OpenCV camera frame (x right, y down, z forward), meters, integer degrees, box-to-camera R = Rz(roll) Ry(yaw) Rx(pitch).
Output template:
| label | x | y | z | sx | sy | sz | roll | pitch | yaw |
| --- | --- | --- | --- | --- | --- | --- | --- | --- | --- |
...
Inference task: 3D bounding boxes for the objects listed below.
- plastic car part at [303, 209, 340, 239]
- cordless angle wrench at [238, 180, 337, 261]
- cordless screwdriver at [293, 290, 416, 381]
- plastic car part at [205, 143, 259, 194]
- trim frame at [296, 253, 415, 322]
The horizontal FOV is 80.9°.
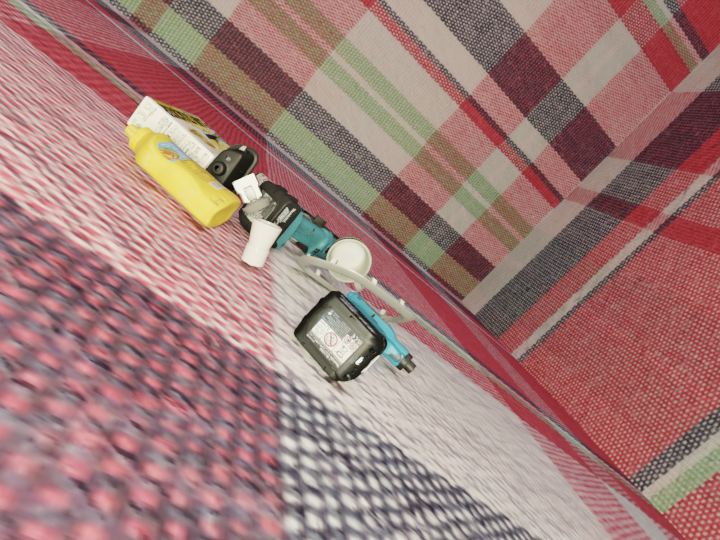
| label | x | y | z | sx | sy | sz | roll | pitch | yaw |
| --- | --- | --- | --- | --- | --- | --- | --- | --- | --- |
| plastic car part | -0.105 | -0.094 | 1.066 | 0.199 | 0.067 | 0.067 | 43 | 2 | -10 |
| cordless angle wrench | -0.086 | -0.056 | 0.881 | 0.078 | 0.098 | 0.402 | 44 | 6 | 27 |
| cordless screwdriver | 0.009 | 0.100 | 0.600 | 0.163 | 0.074 | 0.242 | 44 | 6 | 11 |
| plastic car part | -0.226 | -0.160 | 0.692 | 0.066 | 0.117 | 0.071 | 42 | 14 | -2 |
| trim frame | -0.009 | 0.035 | 0.756 | 0.236 | 0.028 | 0.193 | 36 | -19 | -32 |
